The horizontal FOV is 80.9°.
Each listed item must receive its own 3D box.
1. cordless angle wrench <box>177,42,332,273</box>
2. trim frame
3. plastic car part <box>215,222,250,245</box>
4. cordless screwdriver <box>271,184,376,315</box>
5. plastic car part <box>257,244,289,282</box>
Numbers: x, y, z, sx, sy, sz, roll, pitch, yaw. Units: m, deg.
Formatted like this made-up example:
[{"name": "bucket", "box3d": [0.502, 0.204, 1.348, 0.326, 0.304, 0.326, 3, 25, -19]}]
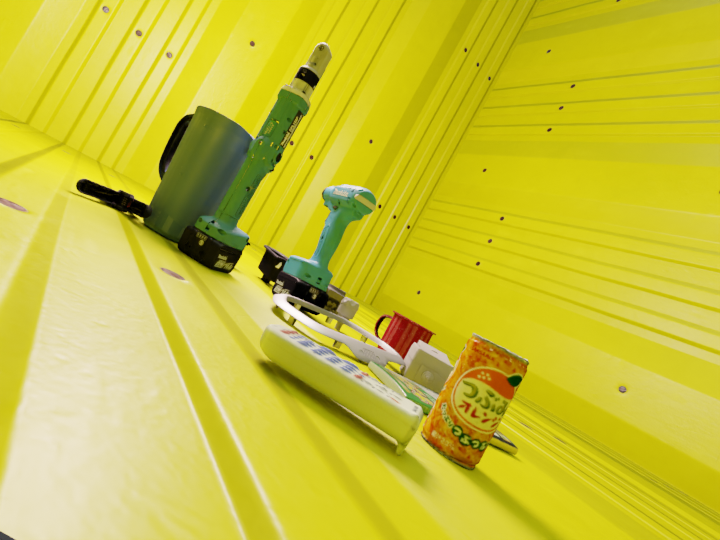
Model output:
[{"name": "cordless angle wrench", "box3d": [-0.160, -0.199, 0.714, 0.076, 0.423, 0.095, 28, -2, 13]}, {"name": "trim frame", "box3d": [-0.035, 0.094, 0.659, 0.235, 0.027, 0.194, 30, -2, -37]}, {"name": "plastic car part", "box3d": [-0.326, -0.081, 0.898, 0.214, 0.067, 0.063, 28, -2, 33]}, {"name": "cordless screwdriver", "box3d": [-0.078, -0.051, 0.799, 0.070, 0.249, 0.167, 30, -3, -33]}, {"name": "plastic car part", "box3d": [-0.185, -0.005, 0.905, 0.063, 0.071, 0.122, 30, -2, -33]}]
